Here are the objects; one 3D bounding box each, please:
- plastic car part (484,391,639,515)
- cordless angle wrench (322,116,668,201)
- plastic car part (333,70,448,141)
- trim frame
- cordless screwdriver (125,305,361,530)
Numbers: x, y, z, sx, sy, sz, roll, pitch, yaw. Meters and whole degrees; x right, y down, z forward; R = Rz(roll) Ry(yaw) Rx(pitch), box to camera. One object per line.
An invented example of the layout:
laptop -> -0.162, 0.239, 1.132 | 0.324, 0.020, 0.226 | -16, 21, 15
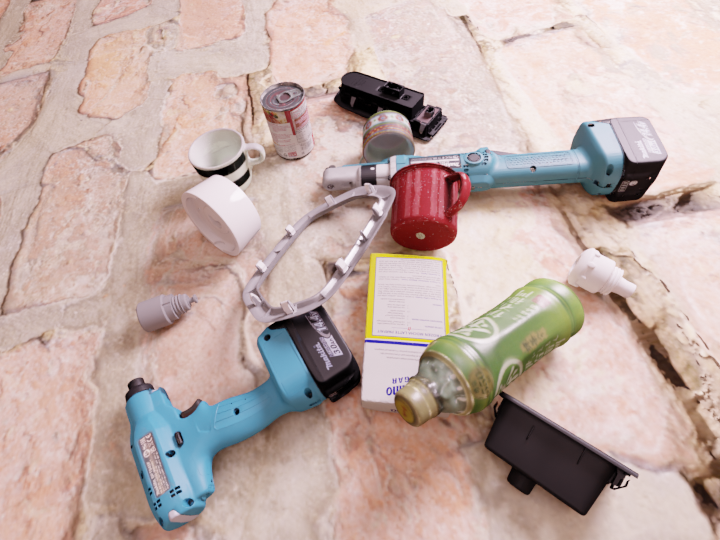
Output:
plastic car part -> 0.167, 0.172, 0.387 | 0.122, 0.063, 0.071 | 26, 79, 26
cordless angle wrench -> 0.155, -0.138, 0.582 | 0.431, 0.071, 0.100 | -2, 57, 11
plastic car part -> 0.039, -0.281, 0.700 | 0.213, 0.064, 0.066 | 28, 72, 27
trim frame -> -0.051, -0.033, 0.517 | 0.193, 0.026, 0.248 | -3, 40, 40
cordless screwdriver -> -0.133, 0.126, 0.458 | 0.247, 0.071, 0.167 | -35, 59, -9
